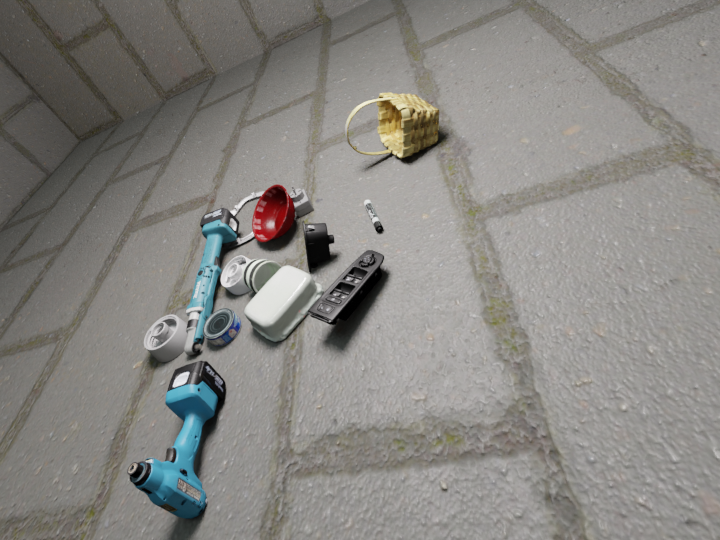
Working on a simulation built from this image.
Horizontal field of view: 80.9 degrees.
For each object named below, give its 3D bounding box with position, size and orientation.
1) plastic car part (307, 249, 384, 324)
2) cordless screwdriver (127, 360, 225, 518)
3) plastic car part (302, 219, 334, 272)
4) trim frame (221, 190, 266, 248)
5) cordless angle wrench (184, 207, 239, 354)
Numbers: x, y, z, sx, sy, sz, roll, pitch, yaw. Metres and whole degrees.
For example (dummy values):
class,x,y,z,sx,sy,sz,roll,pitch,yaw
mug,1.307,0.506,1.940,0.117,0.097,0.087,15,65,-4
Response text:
class,x,y,z,sx,sy,sz,roll,pitch,yaw
plastic car part,-0.013,0.038,0.851,0.070,0.064,0.202,7,49,45
cordless screwdriver,-0.316,0.274,0.740,0.075,0.151,0.258,-21,40,10
plastic car part,-0.096,-0.063,0.981,0.070,0.113,0.069,-6,41,-9
trim frame,-0.351,-0.159,1.283,0.192,0.026,0.250,-1,51,32
cordless angle wrench,-0.395,0.019,1.094,0.100,0.070,0.436,-17,50,18
